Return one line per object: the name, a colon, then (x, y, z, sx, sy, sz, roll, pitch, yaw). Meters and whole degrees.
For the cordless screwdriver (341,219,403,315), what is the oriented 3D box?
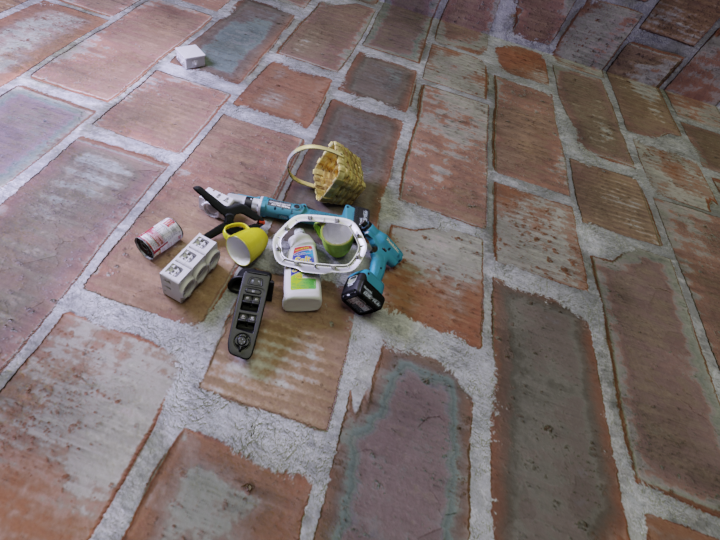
cordless screwdriver: (0.022, -0.014, 1.126, 0.154, 0.076, 0.249, 45, 46, -19)

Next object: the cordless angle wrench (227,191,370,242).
cordless angle wrench: (-0.188, -0.170, 1.244, 0.422, 0.073, 0.100, 11, 50, -1)

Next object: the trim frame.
trim frame: (-0.108, -0.071, 1.103, 0.252, 0.027, 0.187, 7, 61, 6)

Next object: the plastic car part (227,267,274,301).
plastic car part: (-0.273, 0.024, 1.079, 0.117, 0.065, 0.072, 14, 35, 1)

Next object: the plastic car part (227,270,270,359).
plastic car part: (-0.264, 0.107, 0.990, 0.065, 0.067, 0.207, 13, 61, -12)
